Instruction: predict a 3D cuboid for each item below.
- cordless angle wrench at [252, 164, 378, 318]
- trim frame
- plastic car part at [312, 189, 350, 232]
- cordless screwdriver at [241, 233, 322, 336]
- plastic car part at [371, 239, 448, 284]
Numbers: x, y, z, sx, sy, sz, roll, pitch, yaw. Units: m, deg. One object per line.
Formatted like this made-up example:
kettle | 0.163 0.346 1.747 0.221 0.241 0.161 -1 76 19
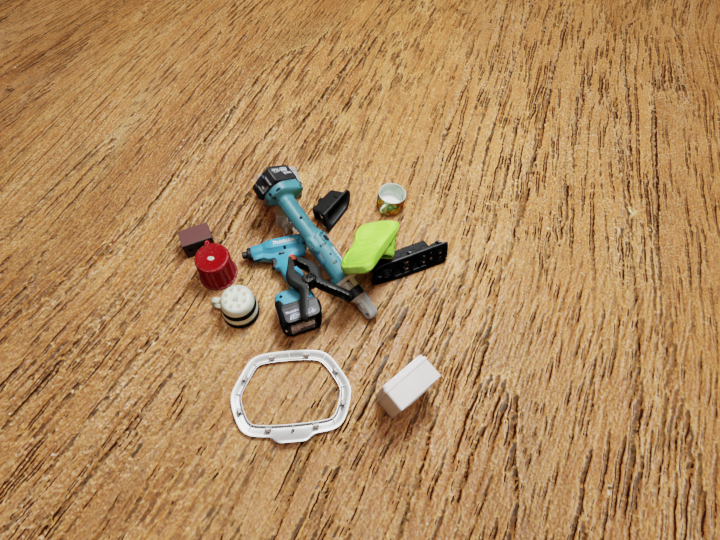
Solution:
cordless angle wrench | -0.097 -0.064 0.994 0.431 0.075 0.095 53 34 10
trim frame | -0.143 0.255 0.872 0.247 0.027 0.190 -3 60 -4
plastic car part | -0.084 -0.169 1.114 0.074 0.063 0.116 18 56 25
cordless screwdriver | -0.184 0.028 0.985 0.157 0.072 0.259 -14 56 -8
plastic car part | 0.109 -0.028 1.022 0.200 0.064 0.070 -23 53 -14
